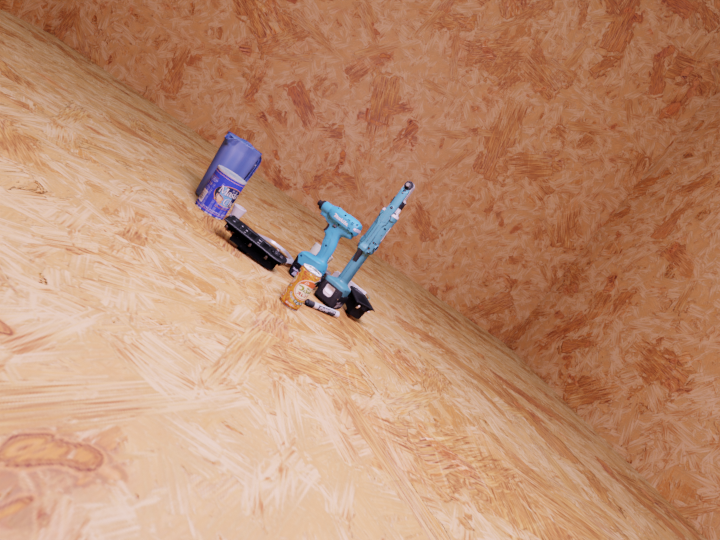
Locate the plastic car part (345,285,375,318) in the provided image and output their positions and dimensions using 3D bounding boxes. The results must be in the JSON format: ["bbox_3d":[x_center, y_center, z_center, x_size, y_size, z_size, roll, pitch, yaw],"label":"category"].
[{"bbox_3d":[-0.016,0.104,1.270,0.063,0.071,0.121,32,9,-24],"label":"plastic car part"}]

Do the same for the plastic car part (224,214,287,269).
[{"bbox_3d":[-0.294,-0.069,1.161,0.201,0.067,0.067,34,9,-4],"label":"plastic car part"}]

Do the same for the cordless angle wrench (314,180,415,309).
[{"bbox_3d":[0.023,-0.076,1.214,0.077,0.423,0.094,39,9,18],"label":"cordless angle wrench"}]

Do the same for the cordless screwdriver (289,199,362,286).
[{"bbox_3d":[-0.124,-0.081,1.267,0.166,0.249,0.071,39,9,22],"label":"cordless screwdriver"}]

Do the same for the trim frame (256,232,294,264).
[{"bbox_3d":[-0.299,-0.078,1.323,0.193,0.027,0.236,40,10,28],"label":"trim frame"}]
